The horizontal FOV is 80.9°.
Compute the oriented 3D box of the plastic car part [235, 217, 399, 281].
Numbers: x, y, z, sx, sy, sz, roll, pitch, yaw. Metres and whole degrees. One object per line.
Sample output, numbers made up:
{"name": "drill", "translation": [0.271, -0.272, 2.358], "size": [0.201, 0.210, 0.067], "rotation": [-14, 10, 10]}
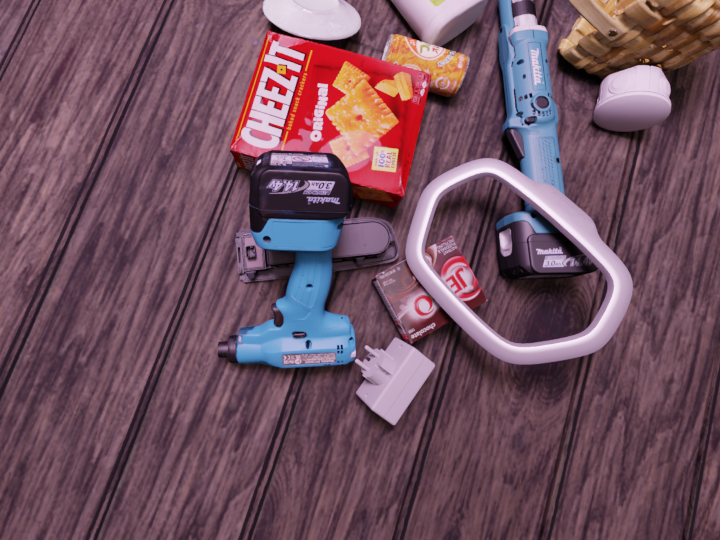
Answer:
{"name": "plastic car part", "translation": [-0.050, -0.033, 0.514], "size": [0.201, 0.066, 0.067], "rotation": [-6, 77, -7]}

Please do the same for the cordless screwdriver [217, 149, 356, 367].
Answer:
{"name": "cordless screwdriver", "translation": [-0.084, 0.002, 0.450], "size": [0.158, 0.077, 0.242], "rotation": [-2, 118, -4]}

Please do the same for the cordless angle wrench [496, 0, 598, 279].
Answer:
{"name": "cordless angle wrench", "translation": [0.219, -0.202, 0.547], "size": [0.098, 0.074, 0.428], "rotation": [-1, 80, -3]}

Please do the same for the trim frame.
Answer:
{"name": "trim frame", "translation": [0.166, -0.013, 0.470], "size": [0.185, 0.026, 0.257], "rotation": [-45, 72, 7]}
